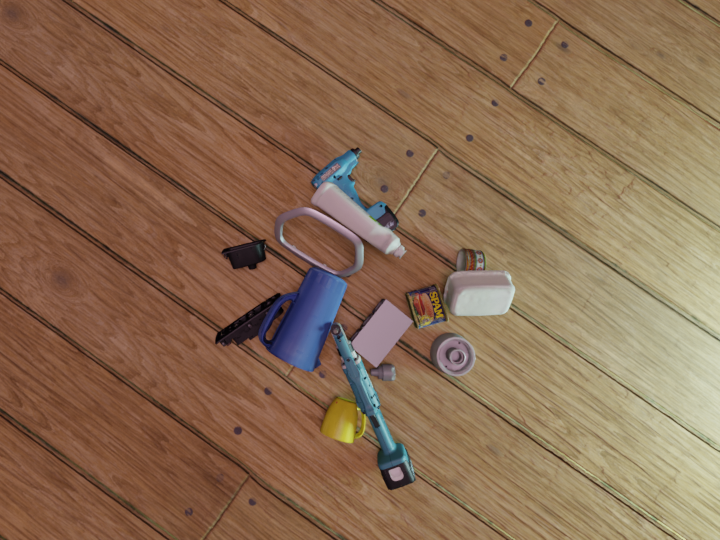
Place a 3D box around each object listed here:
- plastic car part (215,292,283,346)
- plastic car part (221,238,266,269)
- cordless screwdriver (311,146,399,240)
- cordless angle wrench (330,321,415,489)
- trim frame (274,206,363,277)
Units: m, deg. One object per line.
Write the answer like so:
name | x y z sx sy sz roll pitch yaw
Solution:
plastic car part | -0.280 0.136 1.098 0.202 0.067 0.066 -39 100 -3
plastic car part | -0.300 -0.036 1.116 0.116 0.067 0.070 -11 103 -5
cordless screwdriver | 0.005 -0.199 1.120 0.159 0.073 0.252 -41 84 -3
cordless angle wrench | 0.018 0.323 1.045 0.075 0.098 0.421 -23 93 4
trim frame | -0.104 -0.068 1.067 0.245 0.185 0.028 31 44 -8
